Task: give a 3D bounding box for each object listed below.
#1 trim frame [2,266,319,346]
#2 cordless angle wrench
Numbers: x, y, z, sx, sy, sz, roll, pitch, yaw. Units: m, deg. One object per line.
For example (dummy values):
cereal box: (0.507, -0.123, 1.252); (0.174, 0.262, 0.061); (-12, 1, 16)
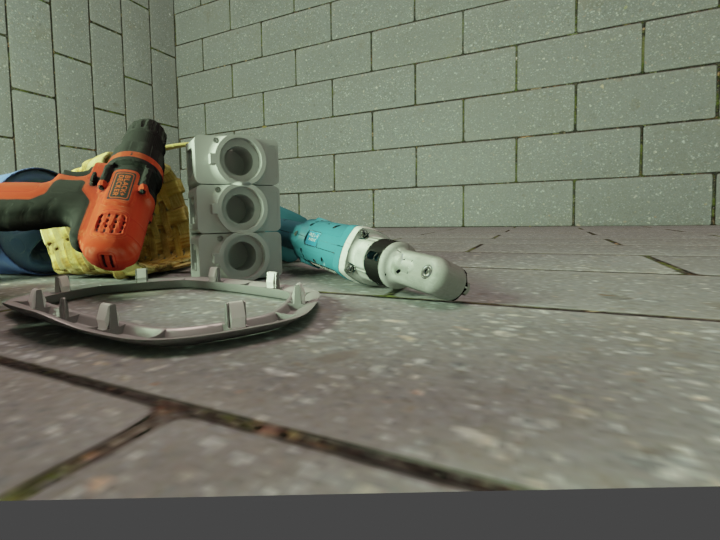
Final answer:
trim frame: (-0.144, 0.018, 0.310); (0.261, 0.027, 0.177); (6, 11, 34)
cordless angle wrench: (-0.047, -0.031, 0.479); (0.093, 0.074, 0.443); (23, -2, -31)
